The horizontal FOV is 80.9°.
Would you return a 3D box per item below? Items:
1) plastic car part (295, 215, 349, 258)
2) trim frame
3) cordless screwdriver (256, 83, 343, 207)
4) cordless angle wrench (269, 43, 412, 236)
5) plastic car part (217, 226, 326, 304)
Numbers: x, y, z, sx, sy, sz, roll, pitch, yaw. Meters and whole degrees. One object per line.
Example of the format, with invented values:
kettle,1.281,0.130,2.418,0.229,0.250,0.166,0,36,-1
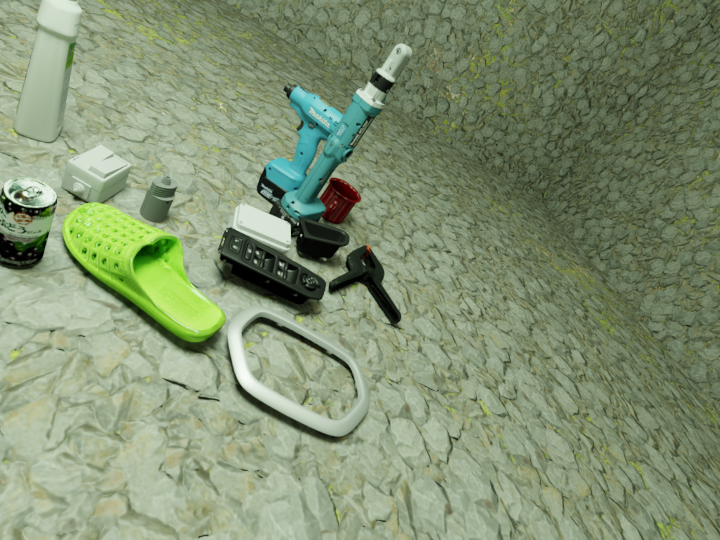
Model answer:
plastic car part,-0.085,-0.056,0.870,0.111,0.071,0.069,17,36,-31
trim frame,-0.089,0.142,0.631,0.243,0.027,0.188,29,31,-12
cordless screwdriver,-0.149,-0.268,0.926,0.161,0.249,0.073,41,30,4
cordless angle wrench,-0.040,-0.241,0.825,0.077,0.424,0.094,50,32,17
plastic car part,-0.152,0.006,0.719,0.196,0.067,0.068,25,32,-19
